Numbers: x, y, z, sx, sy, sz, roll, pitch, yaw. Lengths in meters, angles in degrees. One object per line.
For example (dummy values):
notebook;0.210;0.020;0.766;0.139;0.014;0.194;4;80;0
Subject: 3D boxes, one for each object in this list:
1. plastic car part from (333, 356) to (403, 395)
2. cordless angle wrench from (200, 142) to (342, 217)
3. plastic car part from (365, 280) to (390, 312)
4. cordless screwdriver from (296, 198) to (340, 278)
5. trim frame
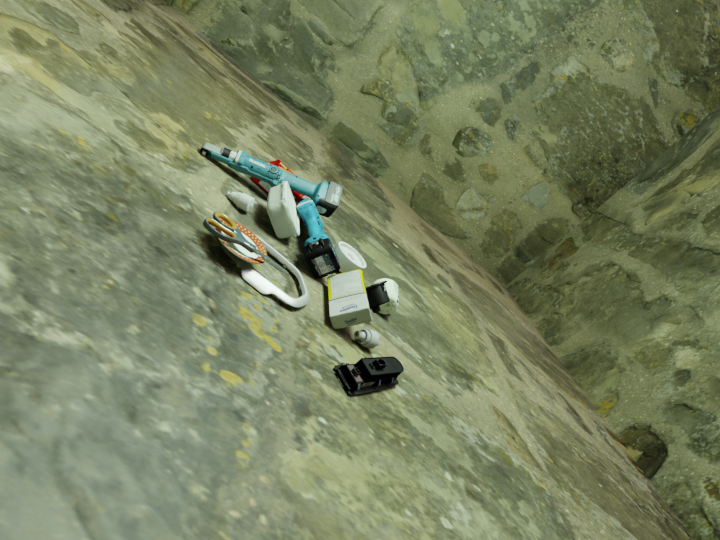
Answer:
plastic car part;0.030;0.210;0.888;0.070;0.067;0.192;47;15;31
cordless angle wrench;-0.261;-0.280;1.241;0.413;0.075;0.099;21;59;-12
plastic car part;0.024;0.078;1.101;0.063;0.119;0.072;-2;73;-65
cordless screwdriver;-0.115;-0.075;1.172;0.260;0.075;0.152;-110;178;-50
trim frame;-0.210;-0.009;0.939;0.245;0.028;0.186;41;18;-9
